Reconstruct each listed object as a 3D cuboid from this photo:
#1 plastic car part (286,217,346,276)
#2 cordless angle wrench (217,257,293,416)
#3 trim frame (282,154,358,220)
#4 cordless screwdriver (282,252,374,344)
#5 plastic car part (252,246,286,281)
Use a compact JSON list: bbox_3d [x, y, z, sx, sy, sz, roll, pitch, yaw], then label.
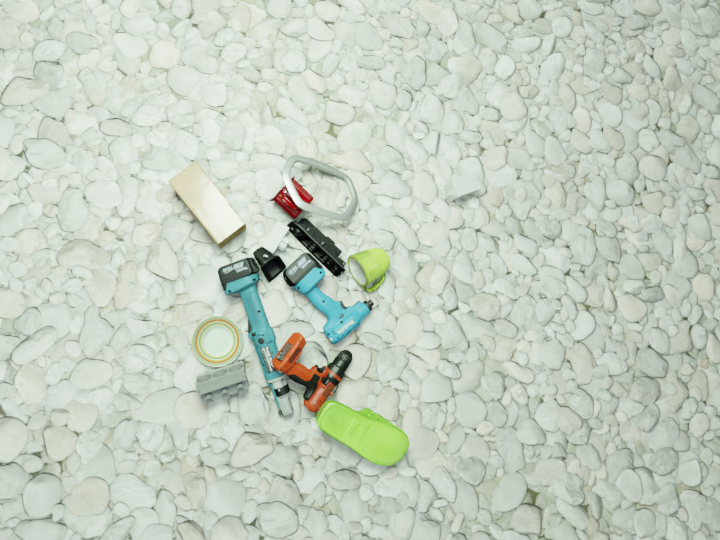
[{"bbox_3d":[-0.114,-0.075,1.165,0.202,0.067,0.067,40,68,-2],"label":"plastic car part"},{"bbox_3d":[-0.255,0.176,1.102,0.099,0.074,0.423,-20,89,6],"label":"cordless angle wrench"},{"bbox_3d":[-0.106,-0.227,1.157,0.237,0.028,0.189,11,63,-31],"label":"trim frame"},{"bbox_3d":[-0.087,0.057,1.145,0.158,0.075,0.247,-39,93,-12],"label":"cordless screwdriver"},{"bbox_3d":[-0.250,-0.027,1.120,0.074,0.113,0.065,42,77,19],"label":"plastic car part"}]
